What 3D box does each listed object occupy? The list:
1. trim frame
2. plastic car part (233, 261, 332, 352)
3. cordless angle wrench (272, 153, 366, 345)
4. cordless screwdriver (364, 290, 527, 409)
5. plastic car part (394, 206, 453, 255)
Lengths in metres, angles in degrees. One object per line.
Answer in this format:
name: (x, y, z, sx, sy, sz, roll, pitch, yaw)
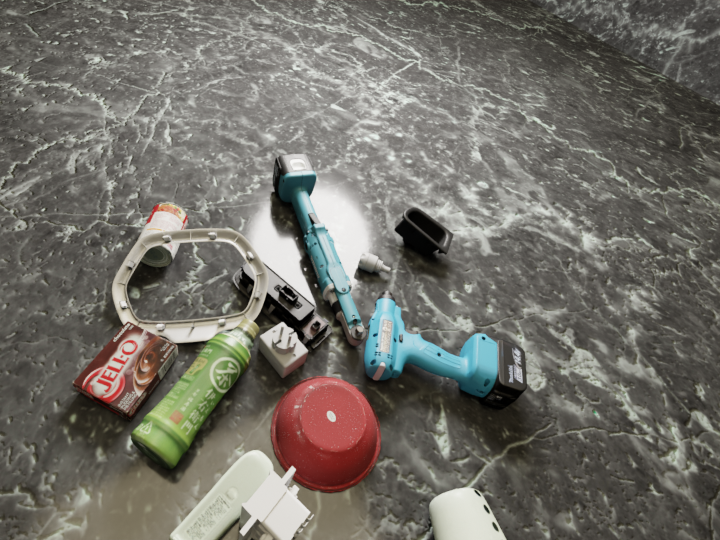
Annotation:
trim frame: (-0.274, 0.021, 0.684, 0.246, 0.027, 0.186, -3, 79, -7)
plastic car part: (-0.140, 0.047, 0.721, 0.211, 0.065, 0.065, 35, 57, 21)
cordless angle wrench: (-0.079, -0.052, 0.807, 0.072, 0.096, 0.441, -9, 56, -23)
cordless screwdriver: (0.134, 0.124, 0.699, 0.249, 0.073, 0.162, 13, 47, 0)
plastic car part: (0.121, -0.074, 0.873, 0.116, 0.071, 0.066, 36, 48, -4)
